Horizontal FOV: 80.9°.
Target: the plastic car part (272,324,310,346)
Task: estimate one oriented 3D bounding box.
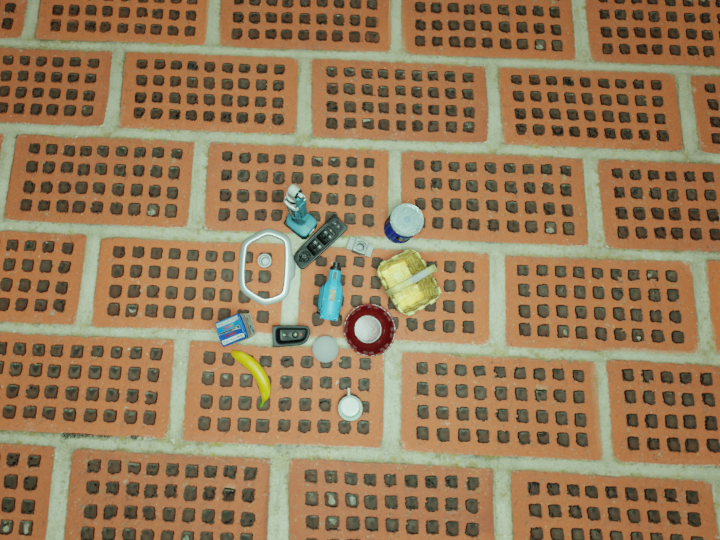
[{"bbox_3d":[-0.214,0.202,1.321,0.116,0.070,0.066,-2,83,-2],"label":"plastic car part"}]

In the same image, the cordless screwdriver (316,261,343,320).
[{"bbox_3d":[-0.085,0.065,1.253,0.074,0.248,0.160,8,83,-4],"label":"cordless screwdriver"}]

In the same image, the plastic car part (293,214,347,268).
[{"bbox_3d":[-0.134,-0.088,1.369,0.202,0.067,0.067,-44,86,-6],"label":"plastic car part"}]

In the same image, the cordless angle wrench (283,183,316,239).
[{"bbox_3d":[-0.179,-0.173,1.204,0.098,0.421,0.074,40,82,0],"label":"cordless angle wrench"}]

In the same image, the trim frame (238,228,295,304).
[{"bbox_3d":[-0.304,-0.012,1.377,0.184,0.027,0.251,1,81,0],"label":"trim frame"}]
